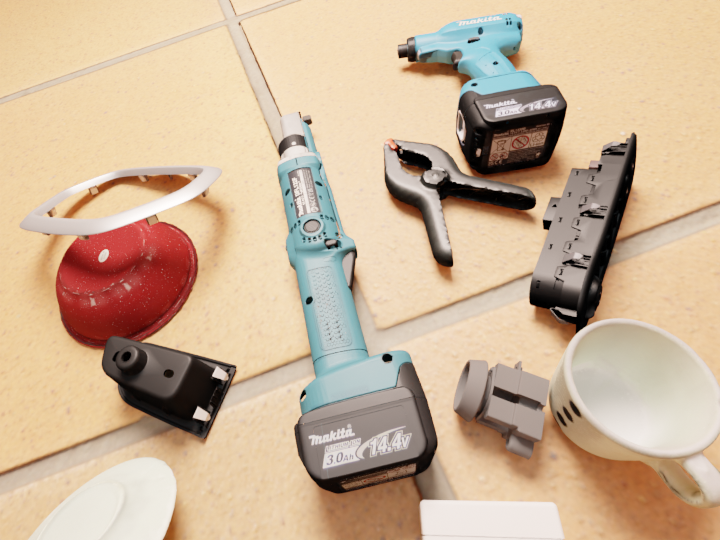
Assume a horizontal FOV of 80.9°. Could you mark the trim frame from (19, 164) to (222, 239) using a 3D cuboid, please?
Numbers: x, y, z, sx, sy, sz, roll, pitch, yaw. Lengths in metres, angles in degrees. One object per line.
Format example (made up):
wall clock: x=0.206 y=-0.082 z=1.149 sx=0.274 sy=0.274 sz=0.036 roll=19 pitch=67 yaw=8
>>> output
trim frame: x=-0.271 y=-0.085 z=0.484 sx=0.260 sy=0.026 sz=0.183 roll=4 pitch=37 yaw=30

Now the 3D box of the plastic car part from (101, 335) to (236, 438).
plastic car part: x=-0.181 y=0.090 z=0.371 sx=0.120 sy=0.068 sz=0.066 roll=13 pitch=60 yaw=14

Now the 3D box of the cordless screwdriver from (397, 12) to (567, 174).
cordless screwdriver: x=0.133 y=-0.226 z=0.511 sx=0.161 sy=0.071 sz=0.256 roll=-6 pitch=53 yaw=7

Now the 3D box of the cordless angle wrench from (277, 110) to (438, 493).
cordless angle wrench: x=-0.041 y=-0.027 z=0.421 sx=0.098 sy=0.071 sz=0.441 roll=-16 pitch=54 yaw=-1

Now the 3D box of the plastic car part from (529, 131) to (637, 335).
plastic car part: x=0.200 y=-0.036 z=0.381 sx=0.070 sy=0.063 sz=0.204 roll=13 pitch=61 yaw=27
